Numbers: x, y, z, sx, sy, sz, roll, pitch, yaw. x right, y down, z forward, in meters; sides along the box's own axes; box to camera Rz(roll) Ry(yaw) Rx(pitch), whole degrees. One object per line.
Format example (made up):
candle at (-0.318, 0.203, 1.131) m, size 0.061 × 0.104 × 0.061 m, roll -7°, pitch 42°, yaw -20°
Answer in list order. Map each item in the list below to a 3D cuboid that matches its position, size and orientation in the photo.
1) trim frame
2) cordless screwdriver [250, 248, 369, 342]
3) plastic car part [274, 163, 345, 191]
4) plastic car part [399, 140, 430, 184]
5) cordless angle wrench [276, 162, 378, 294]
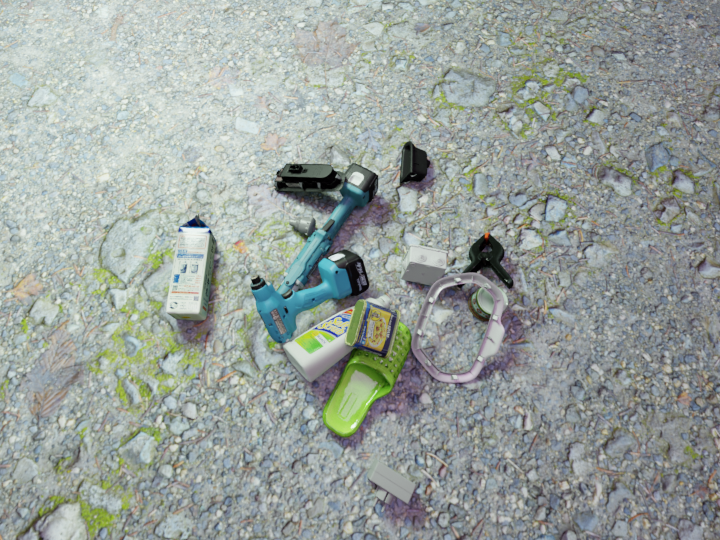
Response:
trim frame at (0.216, 0.124, 0.918) m, size 0.184 × 0.027 × 0.248 m, roll 20°, pitch 89°, yaw -1°
cordless screwdriver at (-0.110, 0.030, 0.913) m, size 0.245 × 0.078 × 0.154 m, roll -31°, pitch 115°, yaw -18°
plastic car part at (-0.129, -0.230, 1.019) m, size 0.213 × 0.064 × 0.066 m, roll 12°, pitch 59°, yaw 30°
plastic car part at (0.146, -0.279, 1.099) m, size 0.069 × 0.066 × 0.118 m, roll 16°, pitch 65°, yaw -15°
cordless angle wrench at (-0.097, -0.063, 0.993) m, size 0.077 × 0.095 × 0.423 m, roll 30°, pitch 75°, yaw 13°
